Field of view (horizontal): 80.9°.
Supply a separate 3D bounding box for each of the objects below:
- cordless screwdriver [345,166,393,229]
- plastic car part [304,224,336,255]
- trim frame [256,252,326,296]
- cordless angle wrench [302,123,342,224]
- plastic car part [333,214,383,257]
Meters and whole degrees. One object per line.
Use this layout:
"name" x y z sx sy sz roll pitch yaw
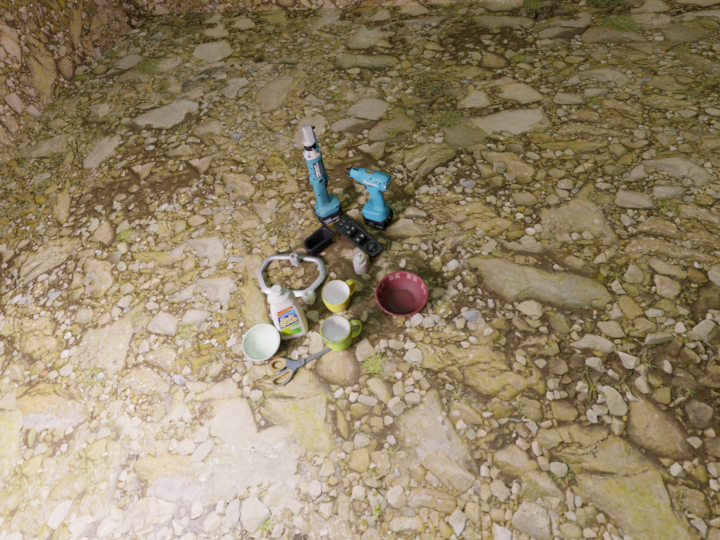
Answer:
"cordless screwdriver" 0.033 -0.256 1.465 0.166 0.238 0.074 23 62 23
"plastic car part" -0.146 -0.096 1.497 0.115 0.068 0.069 -40 58 -17
"trim frame" -0.242 0.010 1.470 0.254 0.026 0.188 1 56 13
"cordless angle wrench" -0.143 -0.322 1.446 0.097 0.406 0.078 -26 56 -10
"plastic car part" -0.005 -0.109 1.478 0.066 0.064 0.214 -40 57 -17
